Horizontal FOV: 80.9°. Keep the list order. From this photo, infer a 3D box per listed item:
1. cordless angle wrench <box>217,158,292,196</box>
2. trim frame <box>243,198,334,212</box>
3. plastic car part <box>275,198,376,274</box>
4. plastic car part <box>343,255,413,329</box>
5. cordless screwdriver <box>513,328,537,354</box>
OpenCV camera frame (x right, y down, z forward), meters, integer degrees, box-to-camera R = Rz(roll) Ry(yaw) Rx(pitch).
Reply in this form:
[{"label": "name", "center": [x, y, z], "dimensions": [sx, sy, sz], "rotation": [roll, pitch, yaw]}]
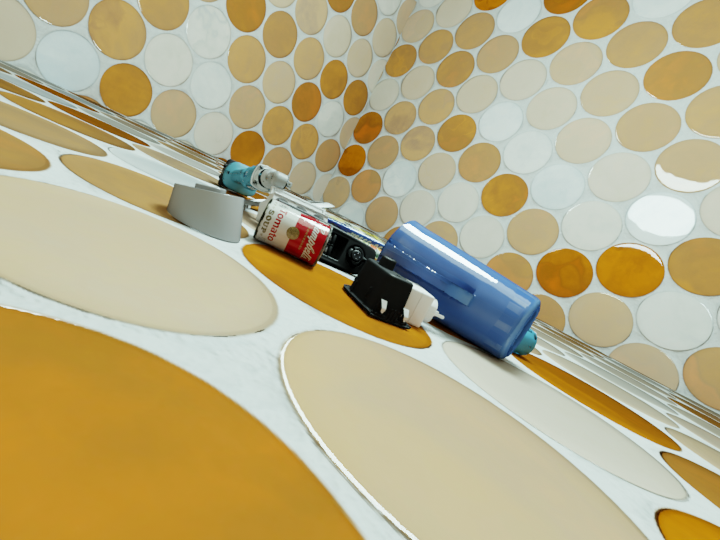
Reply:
[{"label": "cordless angle wrench", "center": [-0.241, -0.207, 0.955], "dimensions": [0.094, 0.074, 0.442], "rotation": [23, 1, -28]}, {"label": "trim frame", "center": [-0.168, -0.144, 0.942], "dimensions": [0.193, 0.027, 0.240], "rotation": [10, 15, 28]}, {"label": "plastic car part", "center": [-0.072, -0.047, 0.738], "dimensions": [0.199, 0.067, 0.068], "rotation": [24, -18, -11]}, {"label": "plastic car part", "center": [0.026, 0.017, 0.561], "dimensions": [0.063, 0.071, 0.122], "rotation": [24, 10, -29]}, {"label": "cordless screwdriver", "center": [0.232, 0.075, 0.857], "dimensions": [0.158, 0.074, 0.251], "rotation": [25, 11, -5]}]
